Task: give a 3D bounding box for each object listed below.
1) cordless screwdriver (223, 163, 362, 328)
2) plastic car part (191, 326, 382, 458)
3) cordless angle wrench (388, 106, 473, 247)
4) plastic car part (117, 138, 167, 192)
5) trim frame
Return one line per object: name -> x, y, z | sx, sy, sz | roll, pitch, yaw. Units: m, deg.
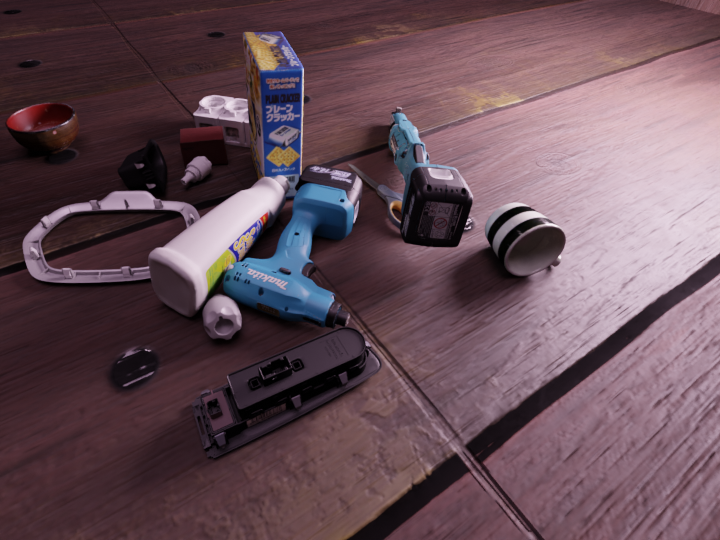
cordless screwdriver -> -0.056, -0.037, 0.576 | 0.163, 0.072, 0.250 | 16, 51, 13
plastic car part -> -0.072, 0.109, 0.440 | 0.198, 0.065, 0.070 | -18, 42, -23
cordless angle wrench -> 0.087, -0.189, 0.712 | 0.074, 0.096, 0.436 | 4, 36, -7
plastic car part -> -0.367, -0.170, 0.704 | 0.070, 0.063, 0.122 | -23, 37, -8
trim frame -> -0.355, -0.054, 0.611 | 0.247, 0.027, 0.191 | -3, 45, -3
